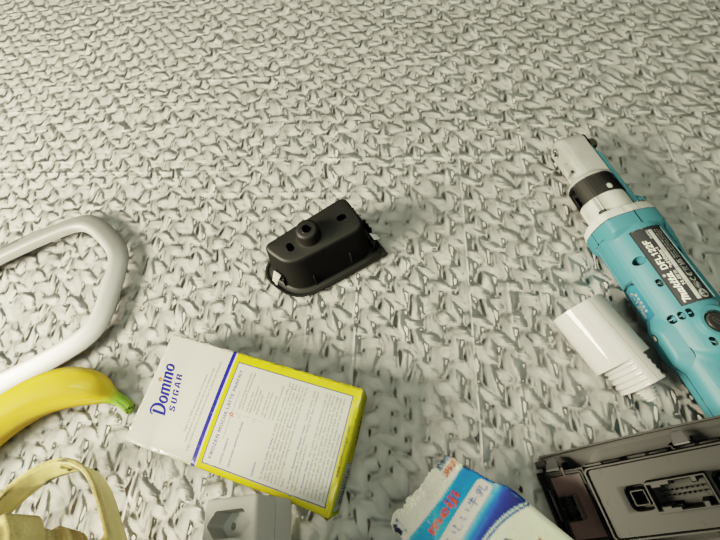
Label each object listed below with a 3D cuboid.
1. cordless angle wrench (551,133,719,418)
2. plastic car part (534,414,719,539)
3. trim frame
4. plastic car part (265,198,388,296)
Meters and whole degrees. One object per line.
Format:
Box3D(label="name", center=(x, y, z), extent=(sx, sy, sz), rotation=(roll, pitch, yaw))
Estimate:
Box3D(label="cordless angle wrench", center=(0.261, 0.049, 0.325), extent=(0.098, 0.071, 0.439), rotation=(-16, 60, -1))
Box3D(label="plastic car part", center=(0.209, 0.121, 0.248), extent=(0.207, 0.063, 0.069), rotation=(-27, 51, 26))
Box3D(label="trim frame", center=(-0.360, 0.034, 0.445), extent=(0.247, 0.026, 0.192), rotation=(-29, 64, -5))
Box3D(label="plastic car part", center=(-0.040, -0.026, 0.404), extent=(0.115, 0.068, 0.069), rotation=(-29, 63, -11))
